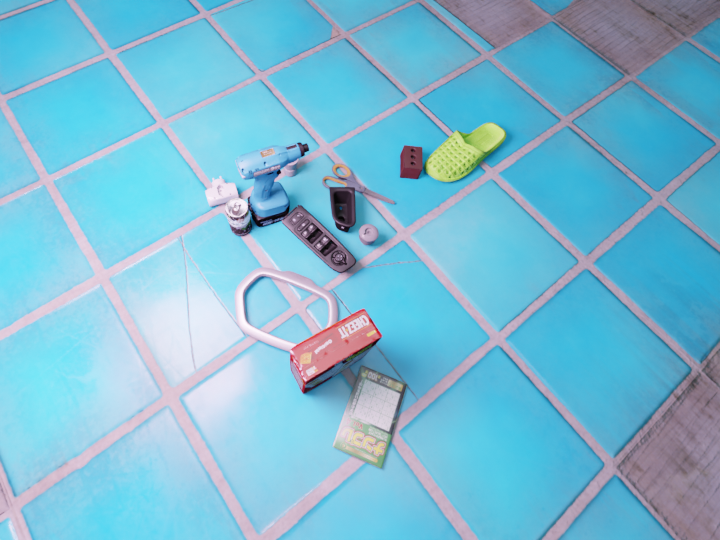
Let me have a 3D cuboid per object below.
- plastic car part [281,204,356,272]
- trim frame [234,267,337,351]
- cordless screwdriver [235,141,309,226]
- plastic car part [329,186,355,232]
[{"bbox_3d":[-0.101,-0.066,1.032,0.209,0.066,0.066,41,69,14],"label":"plastic car part"},{"bbox_3d":[-0.173,0.087,0.980,0.251,0.027,0.186,19,66,5],"label":"trim frame"},{"bbox_3d":[-0.199,-0.204,0.992,0.157,0.245,0.077,-21,72,-15],"label":"cordless screwdriver"},{"bbox_3d":[-0.046,-0.147,1.070,0.065,0.070,0.119,-1,66,-6],"label":"plastic car part"}]
